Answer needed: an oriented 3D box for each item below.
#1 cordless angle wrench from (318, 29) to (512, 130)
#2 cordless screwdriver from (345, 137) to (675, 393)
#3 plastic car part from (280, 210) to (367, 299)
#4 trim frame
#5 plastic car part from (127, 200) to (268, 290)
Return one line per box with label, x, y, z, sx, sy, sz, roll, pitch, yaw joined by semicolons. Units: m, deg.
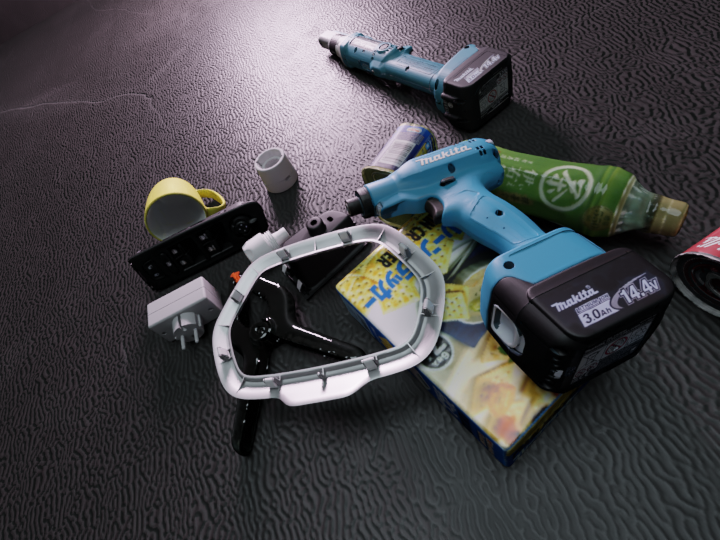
cordless angle wrench;0.049;-0.348;0.702;0.097;0.070;0.448;-40;49;-8
cordless screwdriver;0.096;-0.022;0.358;0.158;0.071;0.261;-21;46;-7
plastic car part;-0.051;-0.033;0.522;0.116;0.067;0.070;-43;54;-6
trim frame;-0.042;0.038;0.419;0.253;0.026;0.190;-14;55;15
plastic car part;-0.226;-0.044;0.615;0.205;0.064;0.069;-23;26;8
